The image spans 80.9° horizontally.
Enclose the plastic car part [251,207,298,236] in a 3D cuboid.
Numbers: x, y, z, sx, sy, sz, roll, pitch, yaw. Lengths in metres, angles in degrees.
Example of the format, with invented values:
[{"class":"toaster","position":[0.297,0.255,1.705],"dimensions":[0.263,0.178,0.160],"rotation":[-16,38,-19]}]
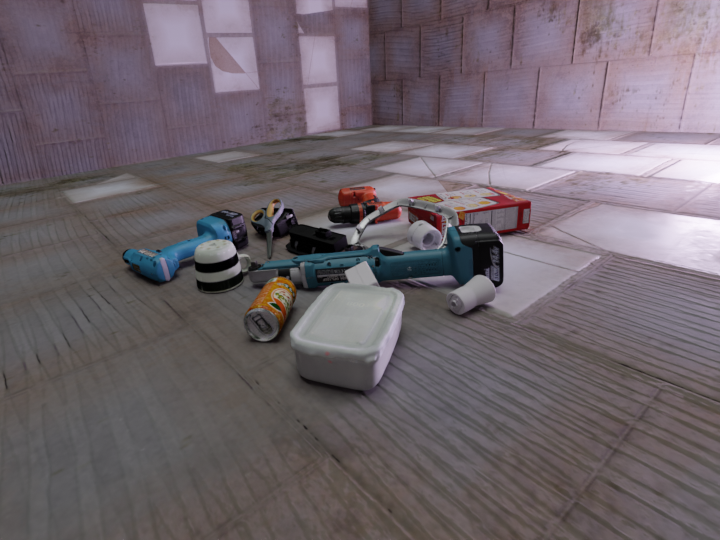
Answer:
[{"class":"plastic car part","position":[-0.216,-0.111,1.025],"dimensions":[0.122,0.063,0.070],"rotation":[7,39,32]}]

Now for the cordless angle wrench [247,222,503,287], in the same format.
[{"class":"cordless angle wrench","position":[0.012,-0.008,0.719],"dimensions":[0.430,0.095,0.075],"rotation":[-5,22,10]}]

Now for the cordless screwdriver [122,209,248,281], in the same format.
[{"class":"cordless screwdriver","position":[-0.377,-0.059,0.916],"dimensions":[0.168,0.072,0.243],"rotation":[13,33,36]}]

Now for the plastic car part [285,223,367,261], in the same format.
[{"class":"plastic car part","position":[-0.085,-0.055,0.864],"dimensions":[0.214,0.064,0.065],"rotation":[14,46,44]}]

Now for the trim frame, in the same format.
[{"class":"trim frame","position":[0.079,-0.077,0.842],"dimensions":[0.183,0.026,0.263],"rotation":[-48,40,-13]}]
